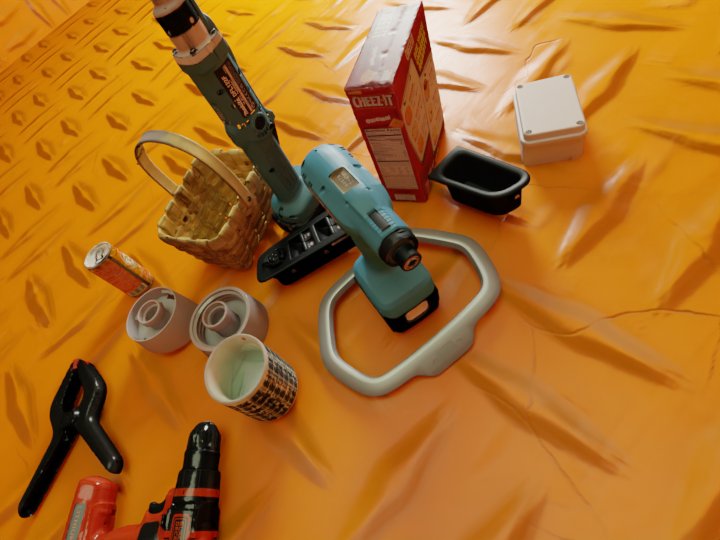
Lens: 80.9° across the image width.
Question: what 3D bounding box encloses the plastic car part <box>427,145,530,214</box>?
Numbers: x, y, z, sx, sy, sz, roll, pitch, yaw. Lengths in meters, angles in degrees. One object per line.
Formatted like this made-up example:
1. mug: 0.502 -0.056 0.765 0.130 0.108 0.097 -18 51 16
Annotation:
1. plastic car part: 0.160 -0.107 0.558 0.066 0.067 0.123 -47 53 -10

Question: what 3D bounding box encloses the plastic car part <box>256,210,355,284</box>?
1. plastic car part: -0.060 -0.039 0.617 0.204 0.063 0.069 -28 52 5

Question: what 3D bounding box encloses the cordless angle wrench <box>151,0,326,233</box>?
1. cordless angle wrench: -0.144 -0.192 0.539 0.078 0.401 0.098 22 69 32

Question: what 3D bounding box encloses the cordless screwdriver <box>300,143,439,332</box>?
1. cordless screwdriver: 0.029 -0.008 0.445 0.074 0.236 0.168 -35 52 -3

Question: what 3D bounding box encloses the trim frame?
1. trim frame: 0.053 0.044 0.535 0.248 0.026 0.194 -40 52 -4
